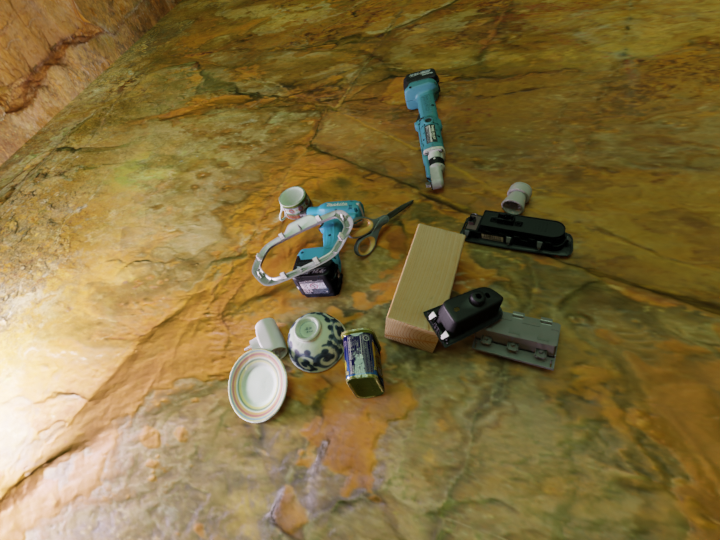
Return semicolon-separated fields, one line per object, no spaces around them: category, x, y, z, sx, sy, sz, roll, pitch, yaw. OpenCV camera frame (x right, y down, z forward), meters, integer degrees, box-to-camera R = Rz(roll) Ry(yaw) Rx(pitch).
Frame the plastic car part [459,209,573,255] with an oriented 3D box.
plastic car part;0.300;-0.080;0.816;0.213;0.064;0.066;17;54;28

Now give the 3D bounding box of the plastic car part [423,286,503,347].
plastic car part;0.168;0.059;0.654;0.115;0.068;0.069;-23;61;-8

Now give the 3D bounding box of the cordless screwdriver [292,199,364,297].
cordless screwdriver;-0.093;-0.061;0.949;0.165;0.071;0.252;-2;50;23

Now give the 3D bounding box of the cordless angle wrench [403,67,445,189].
cordless angle wrench;0.175;-0.365;1.084;0.100;0.071;0.435;-10;53;13

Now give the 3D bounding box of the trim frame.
trim frame;-0.128;-0.053;0.895;0.252;0.026;0.190;-25;36;15
